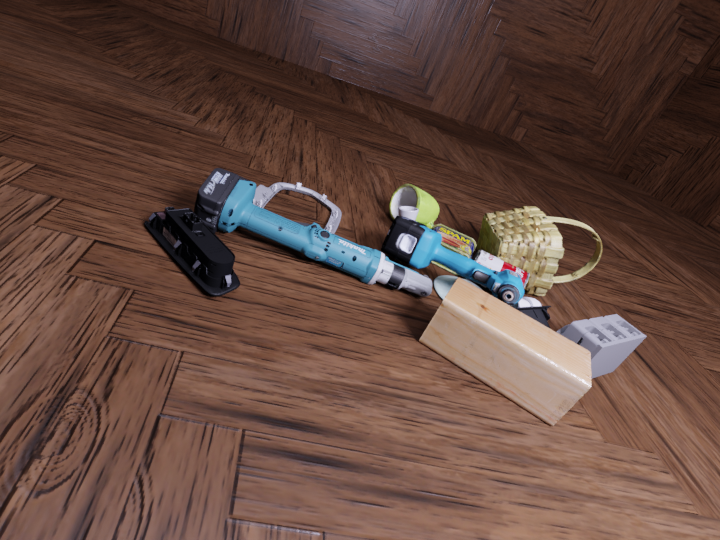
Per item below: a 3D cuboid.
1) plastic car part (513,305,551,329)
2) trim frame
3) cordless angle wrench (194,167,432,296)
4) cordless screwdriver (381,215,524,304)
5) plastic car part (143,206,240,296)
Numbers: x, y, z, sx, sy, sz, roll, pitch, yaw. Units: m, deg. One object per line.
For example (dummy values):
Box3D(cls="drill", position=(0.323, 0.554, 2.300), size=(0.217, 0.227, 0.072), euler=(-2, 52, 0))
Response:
Box3D(cls="plastic car part", position=(0.277, 0.104, 0.714), size=(0.112, 0.066, 0.074), euler=(-2, 51, -29))
Box3D(cls="trim frame", position=(-0.130, -0.127, 0.863), size=(0.185, 0.027, 0.251), euler=(20, 32, 0))
Box3D(cls="cordless angle wrench", position=(-0.071, -0.046, 0.721), size=(0.420, 0.074, 0.099), euler=(23, 45, -4))
Box3D(cls="cordless screwdriver", position=(0.160, -0.014, 0.741), size=(0.258, 0.074, 0.154), euler=(27, 13, 17))
Box3D(cls="plastic car part", position=(-0.242, -0.041, 0.626), size=(0.213, 0.067, 0.063), euler=(43, 28, 28))
